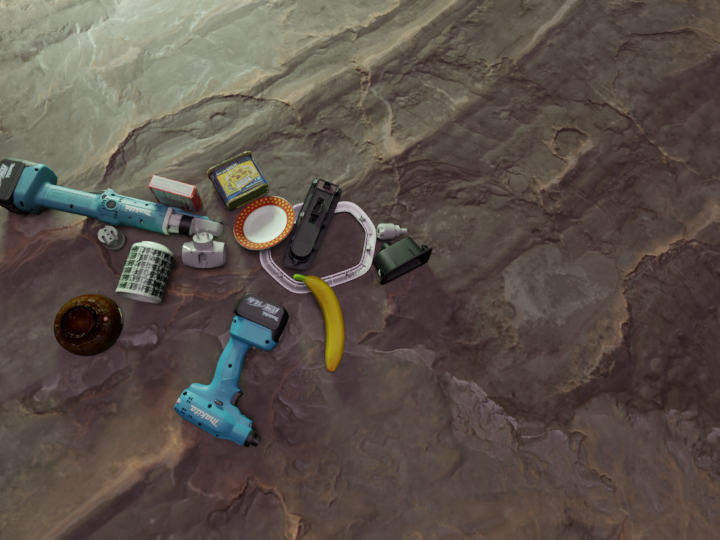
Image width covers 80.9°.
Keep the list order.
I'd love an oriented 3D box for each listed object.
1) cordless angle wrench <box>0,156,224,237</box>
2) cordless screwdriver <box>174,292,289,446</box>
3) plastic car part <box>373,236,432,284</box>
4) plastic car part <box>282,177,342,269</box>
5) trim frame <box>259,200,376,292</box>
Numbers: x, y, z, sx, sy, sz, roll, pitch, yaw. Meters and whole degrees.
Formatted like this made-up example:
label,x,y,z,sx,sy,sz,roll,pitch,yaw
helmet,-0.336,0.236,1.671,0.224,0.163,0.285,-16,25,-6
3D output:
label,x,y,z,sx,sy,sz,roll,pitch,yaw
cordless angle wrench,-0.479,-0.122,0.826,0.419,0.074,0.099,13,73,-5
cordless screwdriver,-0.203,0.176,0.762,0.160,0.074,0.249,27,76,1
plastic car part,0.076,-0.029,0.862,0.115,0.064,0.074,-24,64,-10
plastic car part,-0.093,-0.096,0.839,0.065,0.068,0.204,23,75,-9
trim frame,-0.085,-0.055,0.867,0.246,0.027,0.188,-17,75,-9
